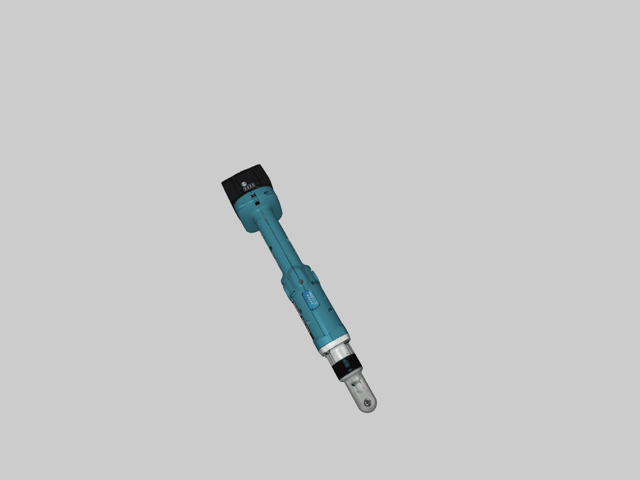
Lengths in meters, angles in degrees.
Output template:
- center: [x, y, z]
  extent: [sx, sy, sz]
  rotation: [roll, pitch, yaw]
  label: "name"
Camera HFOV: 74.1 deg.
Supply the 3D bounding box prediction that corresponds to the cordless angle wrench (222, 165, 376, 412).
- center: [-0.030, 0.070, 0.665]
  extent: [0.074, 0.422, 0.098]
  rotation: [-28, -20, -9]
  label: "cordless angle wrench"
